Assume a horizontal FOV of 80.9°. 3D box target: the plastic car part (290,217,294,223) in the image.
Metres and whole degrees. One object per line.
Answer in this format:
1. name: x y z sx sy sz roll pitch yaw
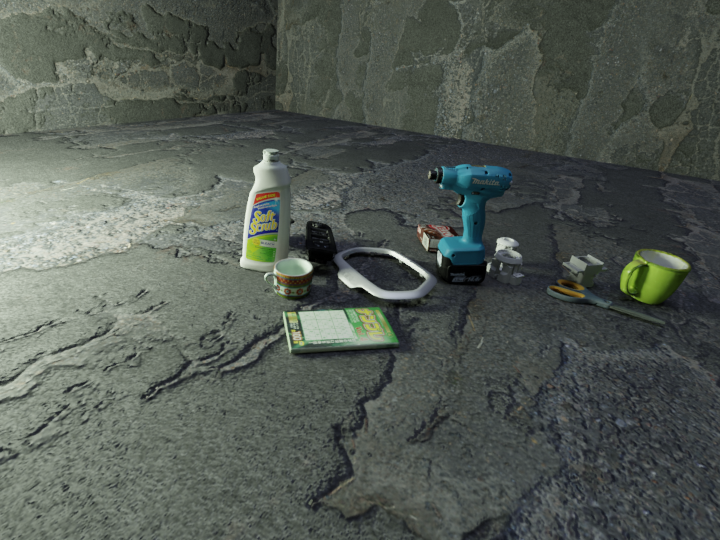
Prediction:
1. plastic car part: -0.209 -0.101 1.015 0.063 0.069 0.123 -16 33 -38

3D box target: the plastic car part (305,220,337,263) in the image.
1. plastic car part: -0.094 -0.061 0.959 0.066 0.065 0.209 2 27 -8

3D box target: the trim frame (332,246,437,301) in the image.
1. trim frame: 0.045 0.002 0.897 0.178 0.027 0.263 -11 30 -28

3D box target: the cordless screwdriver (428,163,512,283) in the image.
1. cordless screwdriver: 0.203 -0.096 0.875 0.158 0.243 0.076 5 25 -4
